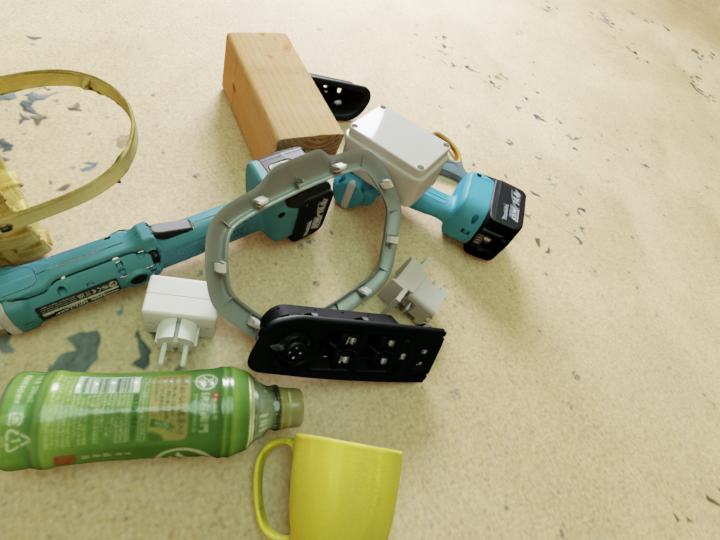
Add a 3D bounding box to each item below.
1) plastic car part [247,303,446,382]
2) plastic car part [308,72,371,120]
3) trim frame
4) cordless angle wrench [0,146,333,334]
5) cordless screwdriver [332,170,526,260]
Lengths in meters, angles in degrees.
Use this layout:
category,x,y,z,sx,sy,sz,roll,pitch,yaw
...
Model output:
category,x,y,z,sx,sy,sz,roll,pitch,yaw
plastic car part,-0.014,0.065,0.412,0.193,0.066,0.071,7,29,-33
plastic car part,-0.051,-0.277,0.660,0.112,0.065,0.074,-4,45,-26
trim frame,-0.043,-0.028,0.437,0.243,0.029,0.179,-29,113,-28
cordless angle wrench,-0.221,-0.014,0.407,0.413,0.097,0.077,-27,71,-26
cordless screwdriver,0.094,-0.122,0.589,0.249,0.073,0.161,20,53,0
